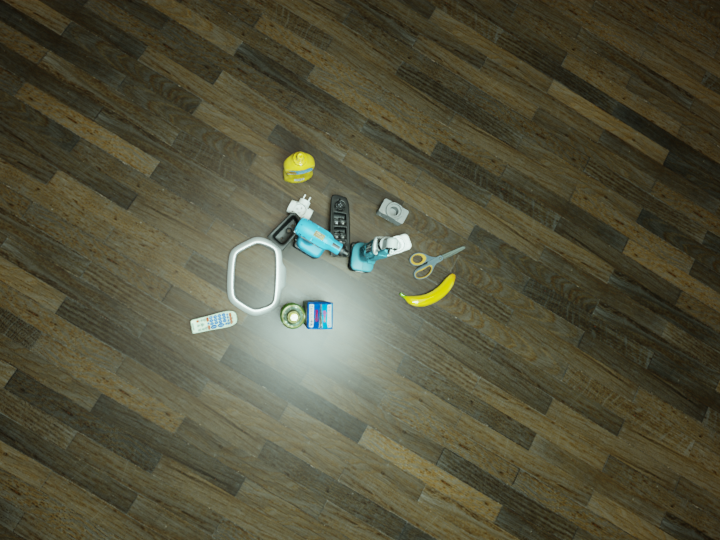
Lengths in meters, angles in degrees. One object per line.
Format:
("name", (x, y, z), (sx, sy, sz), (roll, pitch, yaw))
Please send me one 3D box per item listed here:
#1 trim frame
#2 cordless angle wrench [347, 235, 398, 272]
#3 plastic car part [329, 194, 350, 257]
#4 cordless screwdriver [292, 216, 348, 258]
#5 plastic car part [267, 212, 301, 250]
("trim frame", (-0.327, 0.018, 1.335), (0.182, 0.027, 0.250), (1, 83, -5))
("cordless angle wrench", (0.036, -0.053, 1.178), (0.073, 0.426, 0.098), (9, 85, -10))
("plastic car part", (-0.069, -0.142, 1.359), (0.065, 0.067, 0.204), (1, 83, -8))
("cordless screwdriver", (-0.123, -0.080, 1.255), (0.158, 0.250, 0.074), (32, 82, -6))
("plastic car part", (-0.233, -0.124, 1.340), (0.066, 0.071, 0.116), (42, 81, -3))
